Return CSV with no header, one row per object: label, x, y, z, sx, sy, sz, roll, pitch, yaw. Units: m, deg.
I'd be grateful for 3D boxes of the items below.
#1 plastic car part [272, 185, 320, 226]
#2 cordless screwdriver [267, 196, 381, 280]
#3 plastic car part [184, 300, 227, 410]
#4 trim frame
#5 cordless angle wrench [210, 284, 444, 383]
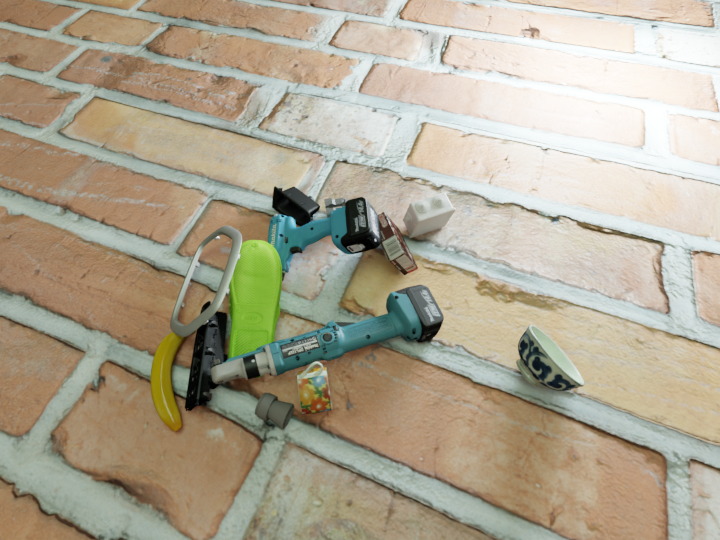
plastic car part,-0.144,-0.156,0.996,0.121,0.064,0.070,33,49,18
cordless screwdriver,-0.086,-0.056,0.876,0.257,0.070,0.163,-9,65,24
plastic car part,-0.283,0.152,0.793,0.064,0.067,0.210,9,54,-26
trim frame,-0.310,0.015,0.849,0.191,0.026,0.253,-14,55,35
cordless angle wrench,-0.060,0.130,0.770,0.417,0.072,0.102,-16,57,-11
